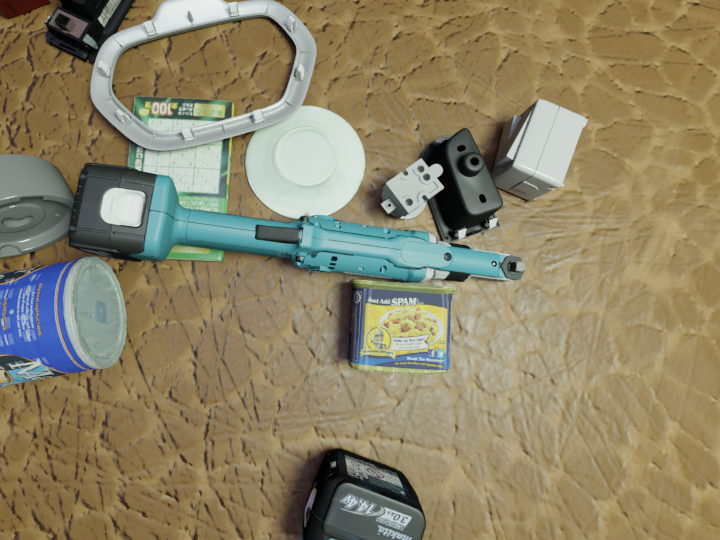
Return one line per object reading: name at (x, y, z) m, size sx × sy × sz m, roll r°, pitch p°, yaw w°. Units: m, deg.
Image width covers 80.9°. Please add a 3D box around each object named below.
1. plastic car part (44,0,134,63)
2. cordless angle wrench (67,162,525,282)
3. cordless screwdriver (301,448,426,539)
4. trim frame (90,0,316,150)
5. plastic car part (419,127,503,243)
plastic car part at (-0.284, -0.339, 0.468) m, size 0.067 × 0.066 × 0.203 m, roll 24°, pitch 78°, yaw 6°
cordless angle wrench at (-0.040, -0.026, 0.412) m, size 0.416 × 0.099 × 0.075 m, roll 7°, pitch 83°, yaw -9°
cordless screwdriver at (-0.042, 0.295, 0.372) m, size 0.159 × 0.074 × 0.249 m, roll 15°, pitch 85°, yaw -1°
trim frame at (-0.169, -0.223, 0.459) m, size 0.247 × 0.027 × 0.189 m, roll -17°, pitch 74°, yaw -5°
plastic car part at (0.107, -0.094, 0.438) m, size 0.065 × 0.071 × 0.117 m, roll -19°, pitch 87°, yaw -8°
